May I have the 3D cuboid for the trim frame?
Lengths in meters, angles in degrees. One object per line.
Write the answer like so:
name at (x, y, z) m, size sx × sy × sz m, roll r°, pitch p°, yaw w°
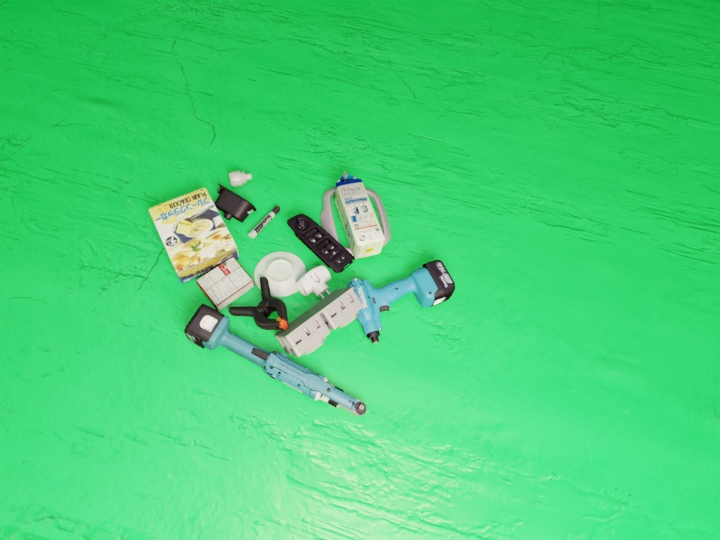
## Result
trim frame at (-0.017, -0.143, 1.166) m, size 0.182 × 0.027 × 0.257 m, roll -8°, pitch 62°, yaw -9°

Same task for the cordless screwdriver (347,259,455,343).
cordless screwdriver at (0.105, 0.073, 1.023) m, size 0.246 × 0.072 × 0.165 m, roll -15°, pitch 63°, yaw -8°

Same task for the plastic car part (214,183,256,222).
plastic car part at (-0.350, -0.173, 1.149) m, size 0.119 × 0.065 × 0.071 m, roll 33°, pitch 78°, yaw 10°

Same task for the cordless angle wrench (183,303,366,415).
cordless angle wrench at (-0.182, 0.208, 0.924) m, size 0.429 × 0.096 × 0.074 m, roll 26°, pitch 61°, yaw 6°

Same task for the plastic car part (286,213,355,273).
plastic car part at (-0.107, -0.070, 1.092) m, size 0.066 × 0.065 × 0.209 m, roll -41°, pitch 74°, yaw -17°
